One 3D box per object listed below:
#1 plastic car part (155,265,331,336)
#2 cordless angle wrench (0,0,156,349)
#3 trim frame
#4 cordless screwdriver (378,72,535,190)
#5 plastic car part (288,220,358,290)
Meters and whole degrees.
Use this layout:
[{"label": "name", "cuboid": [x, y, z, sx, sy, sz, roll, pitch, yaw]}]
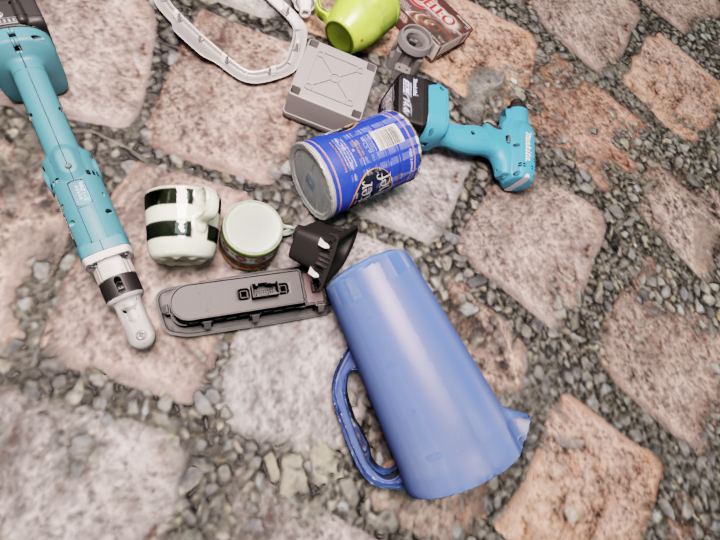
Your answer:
[{"label": "plastic car part", "cuboid": [-0.131, 0.033, 0.488, 0.199, 0.068, 0.067, -9, 82, -14]}, {"label": "cordless angle wrench", "cuboid": [-0.323, -0.107, 0.475, 0.072, 0.099, 0.429, -24, 82, -25]}, {"label": "trim frame", "cuboid": [-0.192, -0.382, 0.637, 0.249, 0.028, 0.183, 43, 68, 2]}, {"label": "cordless screwdriver", "cuboid": [0.154, -0.227, 0.643, 0.243, 0.075, 0.161, 15, 68, -13]}, {"label": "plastic car part", "cuboid": [-0.051, -0.033, 0.517, 0.072, 0.116, 0.065, 22, 109, 4]}]
